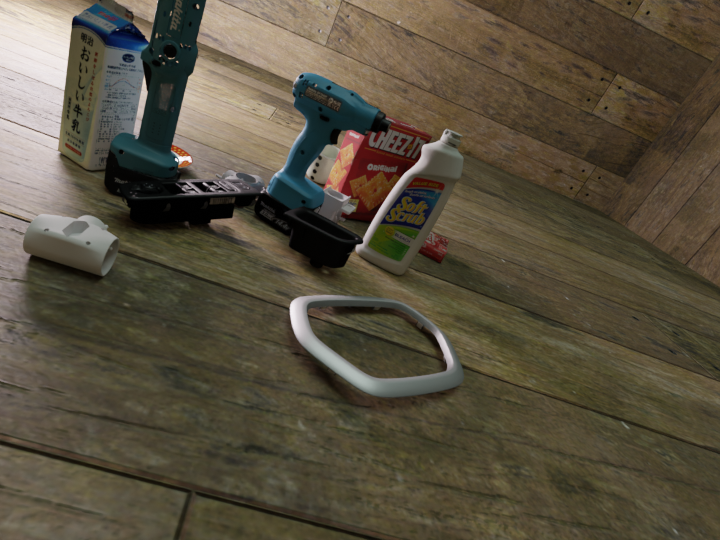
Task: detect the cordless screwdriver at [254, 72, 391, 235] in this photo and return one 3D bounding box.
[{"bbox_3d":[-0.067,-0.171,0.685,0.162,0.247,0.073,30,25,9],"label":"cordless screwdriver"}]

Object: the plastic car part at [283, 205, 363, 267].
[{"bbox_3d":[-0.063,-0.041,0.643,0.120,0.070,0.064,31,26,14],"label":"plastic car part"}]

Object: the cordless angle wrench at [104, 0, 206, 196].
[{"bbox_3d":[-0.249,-0.290,0.556,0.095,0.420,0.077,17,26,-20],"label":"cordless angle wrench"}]

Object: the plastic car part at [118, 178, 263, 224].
[{"bbox_3d":[-0.244,-0.099,0.606,0.070,0.066,0.194,41,30,30],"label":"plastic car part"}]

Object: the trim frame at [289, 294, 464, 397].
[{"bbox_3d":[0.024,0.083,0.527,0.237,0.027,0.195,2,33,-38],"label":"trim frame"}]
